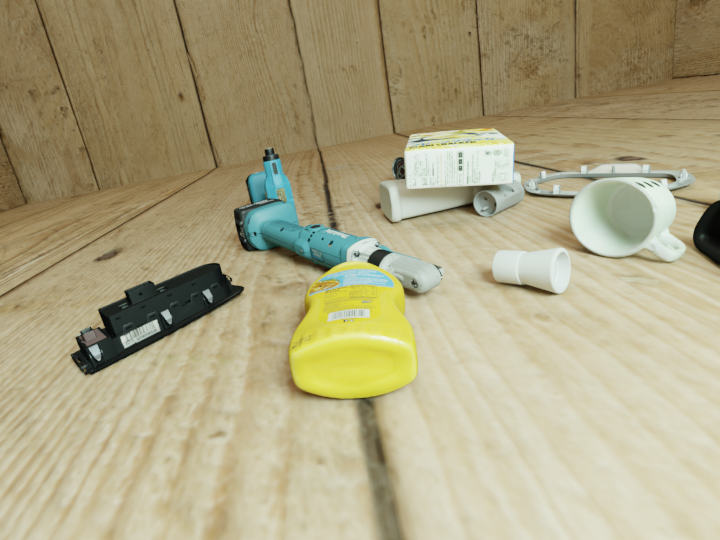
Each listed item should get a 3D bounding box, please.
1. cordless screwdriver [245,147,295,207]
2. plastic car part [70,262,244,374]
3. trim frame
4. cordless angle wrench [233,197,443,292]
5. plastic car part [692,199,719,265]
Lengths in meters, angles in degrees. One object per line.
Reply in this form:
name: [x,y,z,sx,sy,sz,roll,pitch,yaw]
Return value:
cordless screwdriver: [-0.201,-0.188,0.928,0.073,0.156,0.259,-16,19,-17]
plastic car part: [-0.236,0.042,0.503,0.197,0.066,0.069,-26,17,-40]
trim frame: [0.408,-0.155,0.722,0.179,0.027,0.262,-26,24,-35]
cordless angle wrench: [-0.059,-0.039,0.606,0.095,0.072,0.447,-23,26,-31]
plastic car part: [0.373,-0.027,0.382,0.073,0.065,0.115,11,23,14]
